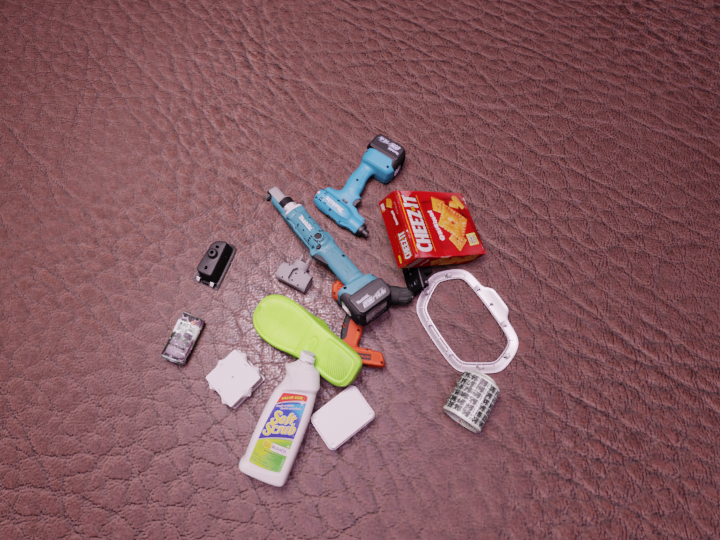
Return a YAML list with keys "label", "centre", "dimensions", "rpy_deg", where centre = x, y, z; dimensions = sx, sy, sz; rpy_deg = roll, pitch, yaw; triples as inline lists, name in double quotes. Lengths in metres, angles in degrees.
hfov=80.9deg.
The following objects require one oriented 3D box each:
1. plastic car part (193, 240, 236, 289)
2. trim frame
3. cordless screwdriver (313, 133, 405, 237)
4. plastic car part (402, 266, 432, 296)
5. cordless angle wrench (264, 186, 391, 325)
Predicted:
- label: "plastic car part"
  centre: [-0.342, -0.024, 0.986]
  dimensions: [0.067, 0.070, 0.117]
  rpy_deg: [22, 74, 4]
- label: "trim frame"
  centre: [0.239, 0.110, 0.946]
  dimensions: [0.182, 0.027, 0.257]
  rpy_deg: [-29, 70, -10]
- label: "cordless screwdriver"
  centre: [0.020, -0.207, 1.048]
  dimensions: [0.164, 0.073, 0.248]
  rpy_deg: [40, 79, 13]
- label: "plastic car part"
  centre: [0.125, -0.046, 0.989]
  dimensions: [0.066, 0.066, 0.209]
  rpy_deg: [-11, 69, -16]
- label: "cordless angle wrench"
  centre: [-0.095, -0.062, 0.968]
  dimensions: [0.097, 0.071, 0.444]
  rpy_deg: [-34, 60, -14]
